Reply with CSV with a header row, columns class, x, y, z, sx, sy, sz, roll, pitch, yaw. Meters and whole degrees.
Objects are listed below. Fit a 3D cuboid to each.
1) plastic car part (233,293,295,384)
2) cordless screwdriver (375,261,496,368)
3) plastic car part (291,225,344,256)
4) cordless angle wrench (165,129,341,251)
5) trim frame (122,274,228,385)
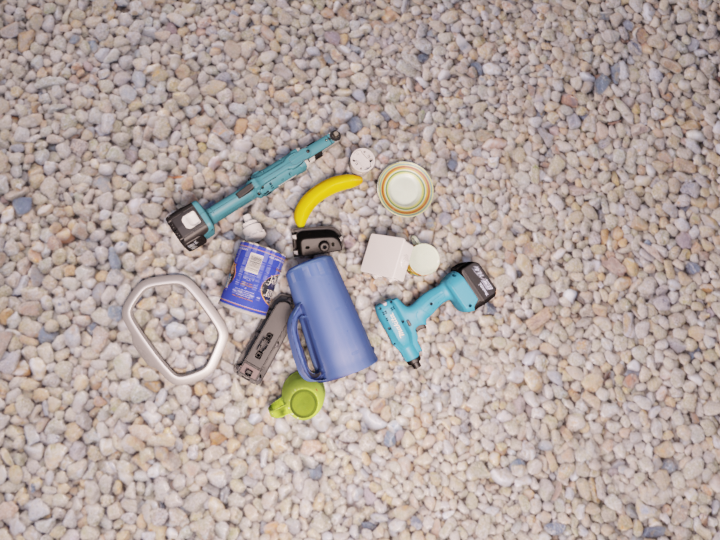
class,x,y,z,sx,sy,sz,roll,pitch,yaw
plastic car part,-0.197,0.141,0.899,0.067,0.066,0.203,28,79,4
cordless screwdriver,0.173,0.093,0.923,0.248,0.074,0.160,-28,87,-3
plastic car part,-0.090,-0.059,0.917,0.116,0.073,0.065,-6,108,-4
cordless angle wrench,-0.217,-0.191,0.929,0.419,0.098,0.075,-35,90,-12
trim frame,-0.396,0.123,0.903,0.183,0.027,0.249,-38,89,-8
